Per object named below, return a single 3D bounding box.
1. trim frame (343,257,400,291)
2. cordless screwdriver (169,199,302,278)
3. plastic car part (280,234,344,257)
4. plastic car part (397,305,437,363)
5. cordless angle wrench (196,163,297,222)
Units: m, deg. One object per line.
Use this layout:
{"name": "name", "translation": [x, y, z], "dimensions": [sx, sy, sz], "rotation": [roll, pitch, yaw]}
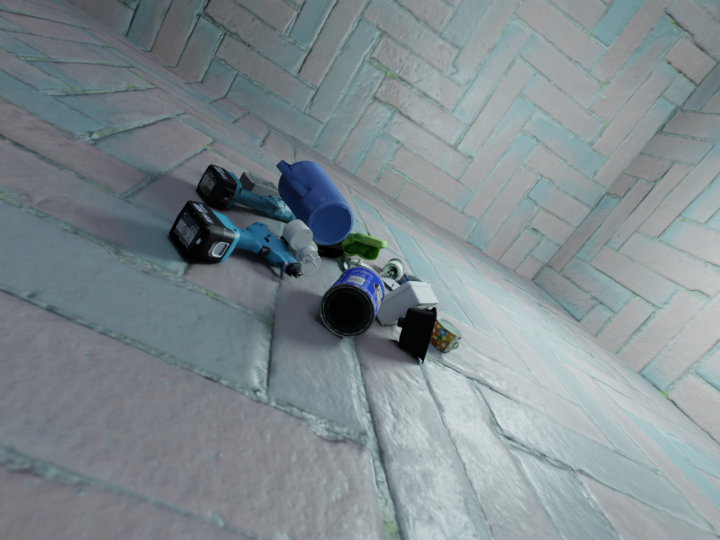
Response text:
{"name": "trim frame", "translation": [0.054, 0.040, 1.121], "dimensions": [0.262, 0.027, 0.175], "rotation": [41, 18, 31]}
{"name": "cordless screwdriver", "translation": [-0.221, -0.046, 0.798], "dimensions": [0.167, 0.074, 0.237], "rotation": [42, 15, 25]}
{"name": "plastic car part", "translation": [-0.106, -0.069, 1.080], "dimensions": [0.193, 0.067, 0.070], "rotation": [6, 46, -54]}
{"name": "plastic car part", "translation": [0.111, 0.121, 0.877], "dimensions": [0.071, 0.115, 0.066], "rotation": [10, 17, 1]}
{"name": "cordless angle wrench", "translation": [-0.232, -0.171, 1.130], "dimensions": [0.400, 0.074, 0.103], "rotation": [14, 26, -52]}
